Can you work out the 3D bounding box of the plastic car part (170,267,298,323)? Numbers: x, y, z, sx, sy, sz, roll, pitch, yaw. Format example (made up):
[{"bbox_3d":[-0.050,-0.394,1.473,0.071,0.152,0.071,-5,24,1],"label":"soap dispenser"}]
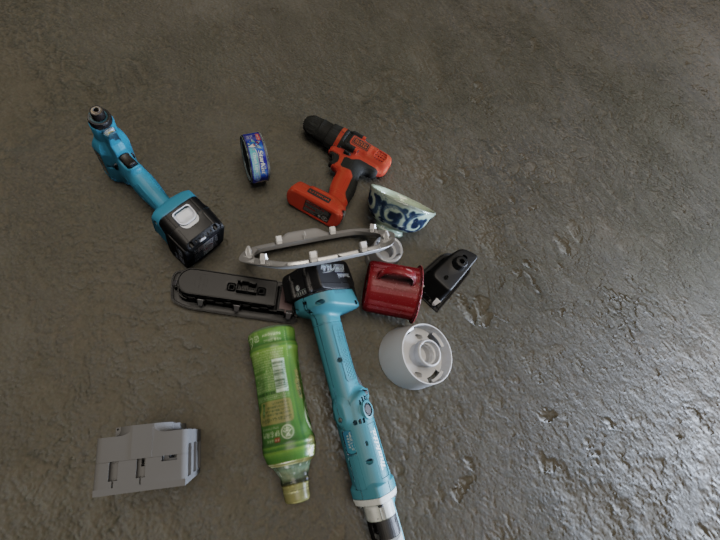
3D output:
[{"bbox_3d":[-0.191,0.034,0.644,0.202,0.066,0.067,8,73,-4],"label":"plastic car part"}]

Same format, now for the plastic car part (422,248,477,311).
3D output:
[{"bbox_3d":[0.150,0.002,0.708,0.067,0.070,0.115,45,69,7],"label":"plastic car part"}]

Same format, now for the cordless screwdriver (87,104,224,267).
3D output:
[{"bbox_3d":[-0.316,-0.127,0.641,0.253,0.158,0.073,44,65,8],"label":"cordless screwdriver"}]

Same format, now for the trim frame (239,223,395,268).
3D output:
[{"bbox_3d":[-0.064,-0.042,0.650,0.243,0.192,0.027,-14,107,-19],"label":"trim frame"}]

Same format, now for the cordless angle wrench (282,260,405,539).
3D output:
[{"bbox_3d":[-0.010,0.194,0.587,0.093,0.076,0.433,6,62,-53],"label":"cordless angle wrench"}]
